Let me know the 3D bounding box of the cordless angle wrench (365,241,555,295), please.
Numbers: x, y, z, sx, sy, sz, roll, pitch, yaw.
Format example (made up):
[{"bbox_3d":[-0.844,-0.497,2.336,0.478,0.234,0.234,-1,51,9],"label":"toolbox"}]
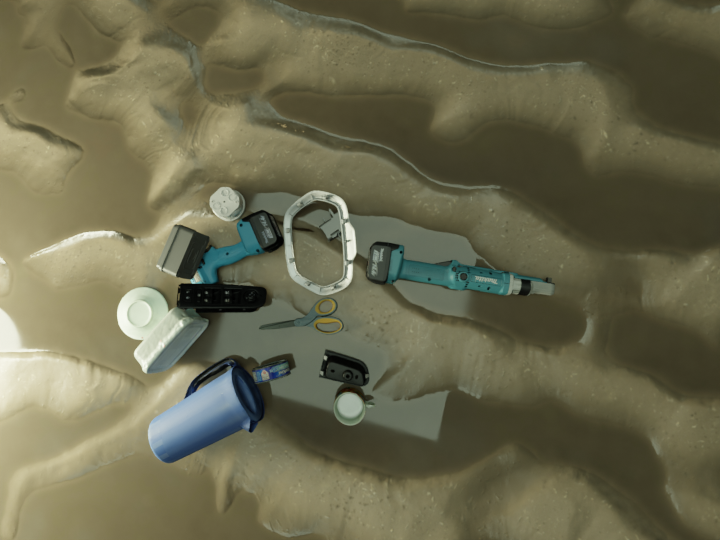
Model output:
[{"bbox_3d":[0.228,0.012,0.970,0.426,0.073,0.098,9,86,4],"label":"cordless angle wrench"}]

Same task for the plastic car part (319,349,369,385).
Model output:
[{"bbox_3d":[-0.036,0.233,0.967,0.118,0.070,0.066,13,88,8],"label":"plastic car part"}]

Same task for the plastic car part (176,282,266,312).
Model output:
[{"bbox_3d":[-0.321,0.073,0.991,0.199,0.065,0.069,-1,46,-12],"label":"plastic car part"}]

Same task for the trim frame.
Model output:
[{"bbox_3d":[-0.097,-0.064,0.994,0.190,0.027,0.248,-2,92,20],"label":"trim frame"}]

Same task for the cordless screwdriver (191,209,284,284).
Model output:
[{"bbox_3d":[-0.322,-0.070,1.025,0.250,0.073,0.161,-29,83,5],"label":"cordless screwdriver"}]
